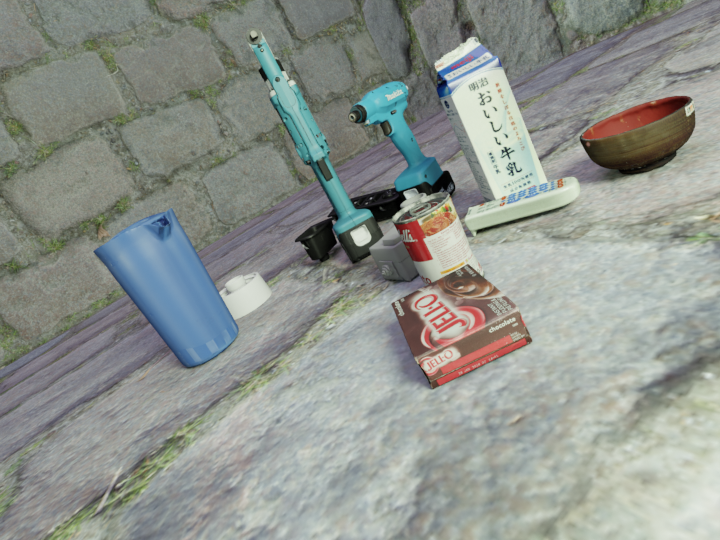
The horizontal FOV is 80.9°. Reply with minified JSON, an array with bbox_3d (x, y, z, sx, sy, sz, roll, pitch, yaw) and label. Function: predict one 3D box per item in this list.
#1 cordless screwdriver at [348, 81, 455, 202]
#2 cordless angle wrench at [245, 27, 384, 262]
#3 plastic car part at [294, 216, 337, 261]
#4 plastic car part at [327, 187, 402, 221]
[{"bbox_3d":[0.075,-0.221,0.794,0.077,0.243,0.156,-14,20,48],"label":"cordless screwdriver"},{"bbox_3d":[-0.084,-0.214,0.735,0.074,0.414,0.100,-28,13,-1],"label":"cordless angle wrench"},{"bbox_3d":[-0.085,-0.055,0.868,0.068,0.069,0.116,-21,18,26],"label":"plastic car part"},{"bbox_3d":[0.021,-0.136,0.934,0.211,0.065,0.065,-12,22,44],"label":"plastic car part"}]
